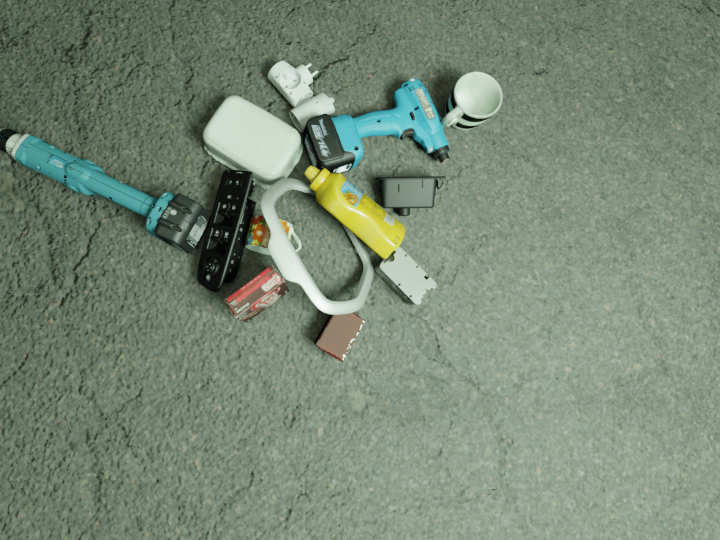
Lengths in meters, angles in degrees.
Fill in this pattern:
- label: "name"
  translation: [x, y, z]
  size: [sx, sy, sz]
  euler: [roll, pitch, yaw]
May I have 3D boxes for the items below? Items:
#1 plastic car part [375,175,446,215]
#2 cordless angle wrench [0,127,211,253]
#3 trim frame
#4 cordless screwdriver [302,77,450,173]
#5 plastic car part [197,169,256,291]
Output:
- label: "plastic car part"
  translation: [0.084, -0.132, 0.746]
  size: [0.116, 0.067, 0.070]
  euler: [-4, 97, -2]
- label: "cordless angle wrench"
  translation: [-0.456, -0.154, 0.699]
  size: [0.426, 0.097, 0.074]
  euler: [25, 77, 4]
- label: "trim frame"
  translation: [-0.067, -0.044, 0.690]
  size: [0.179, 0.028, 0.250]
  euler: [-26, 85, -46]
- label: "cordless screwdriver"
  translation: [0.032, -0.230, 0.749]
  size: [0.246, 0.074, 0.161]
  euler: [-24, 84, -11]
- label: "plastic car part"
  translation: [-0.220, -0.064, 0.708]
  size: [0.069, 0.064, 0.204]
  euler: [11, 80, 20]
